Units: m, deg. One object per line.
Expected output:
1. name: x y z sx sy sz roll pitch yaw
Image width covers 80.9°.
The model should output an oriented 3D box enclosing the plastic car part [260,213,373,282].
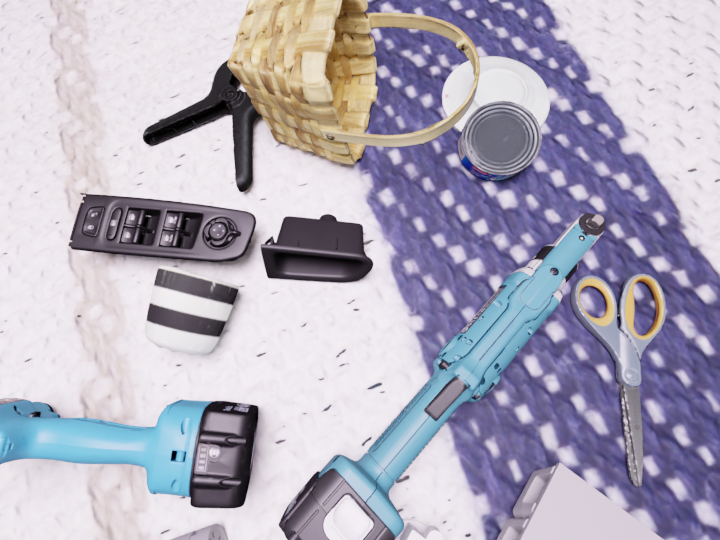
1. plastic car part: -0.046 -0.030 0.469 0.117 0.064 0.073 2 59 1

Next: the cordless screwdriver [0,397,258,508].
1. cordless screwdriver: -0.223 0.154 0.394 0.245 0.160 0.075 8 77 -11

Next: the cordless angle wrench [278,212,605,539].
1. cordless angle wrench: 0.103 0.091 0.403 0.076 0.096 0.420 42 75 12

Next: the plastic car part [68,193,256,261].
1. plastic car part: -0.214 -0.038 0.475 0.206 0.065 0.067 4 66 9
